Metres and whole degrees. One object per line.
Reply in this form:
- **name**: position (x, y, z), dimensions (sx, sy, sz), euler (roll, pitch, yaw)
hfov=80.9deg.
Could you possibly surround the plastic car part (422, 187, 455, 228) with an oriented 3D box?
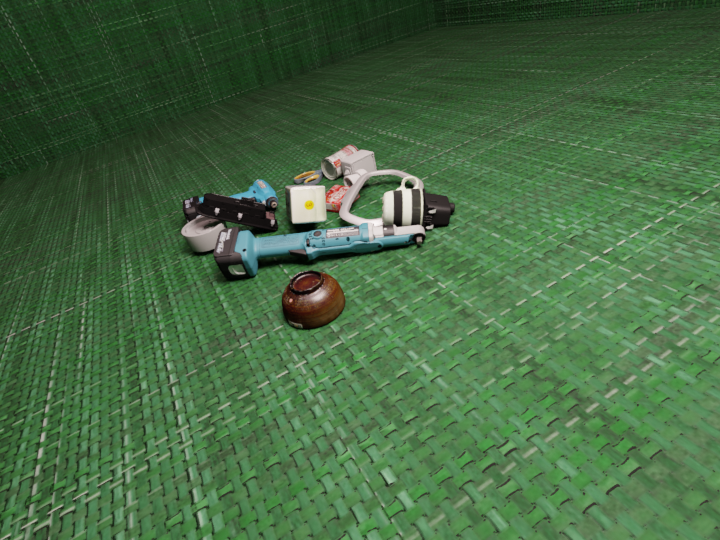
- **plastic car part**: position (0.162, -0.131, 0.887), dimensions (0.072, 0.064, 0.118), euler (7, 34, 6)

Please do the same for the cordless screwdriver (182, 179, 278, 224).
- **cordless screwdriver**: position (-0.348, -0.173, 1.145), dimensions (0.245, 0.072, 0.168), euler (-21, 34, -15)

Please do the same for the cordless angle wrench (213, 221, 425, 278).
- **cordless angle wrench**: position (-0.084, -0.055, 0.864), dimensions (0.429, 0.071, 0.101), euler (-6, 48, 9)

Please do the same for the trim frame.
- **trim frame**: position (0.047, -0.173, 0.993), dimensions (0.190, 0.026, 0.250), euler (8, 45, 18)

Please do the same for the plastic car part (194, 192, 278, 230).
- **plastic car part**: position (-0.296, -0.145, 1.018), dimensions (0.198, 0.066, 0.069), euler (7, 36, -14)
